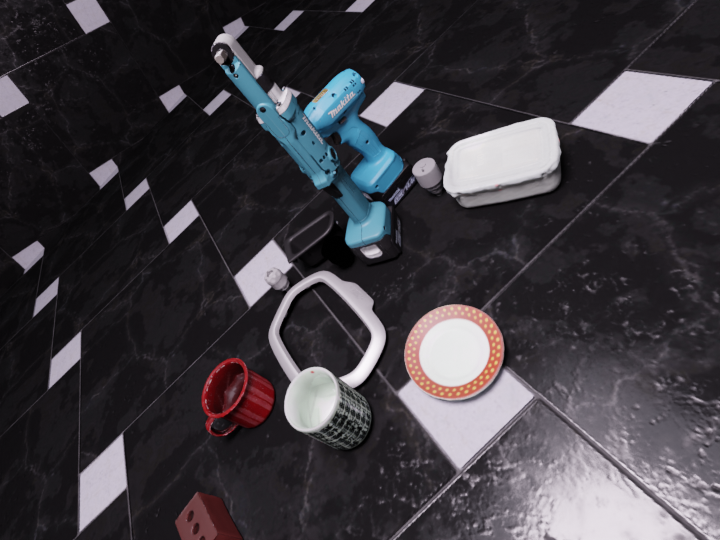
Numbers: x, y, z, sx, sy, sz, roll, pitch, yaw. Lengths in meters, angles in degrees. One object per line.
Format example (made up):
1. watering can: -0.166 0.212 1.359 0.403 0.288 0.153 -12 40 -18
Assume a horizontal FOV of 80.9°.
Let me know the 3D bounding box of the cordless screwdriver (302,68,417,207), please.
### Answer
1. cordless screwdriver: -0.012 -0.199 0.735 0.159 0.235 0.079 -47 41 -4

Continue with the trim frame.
1. trim frame: -0.061 0.096 0.695 0.184 0.026 0.263 -46 42 -2

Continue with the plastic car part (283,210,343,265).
1. plastic car part: -0.078 -0.051 0.794 0.118 0.067 0.069 -32 43 13

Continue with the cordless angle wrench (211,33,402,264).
1. cordless angle wrench: -0.062 -0.159 0.619 0.077 0.400 0.100 -17 47 27
